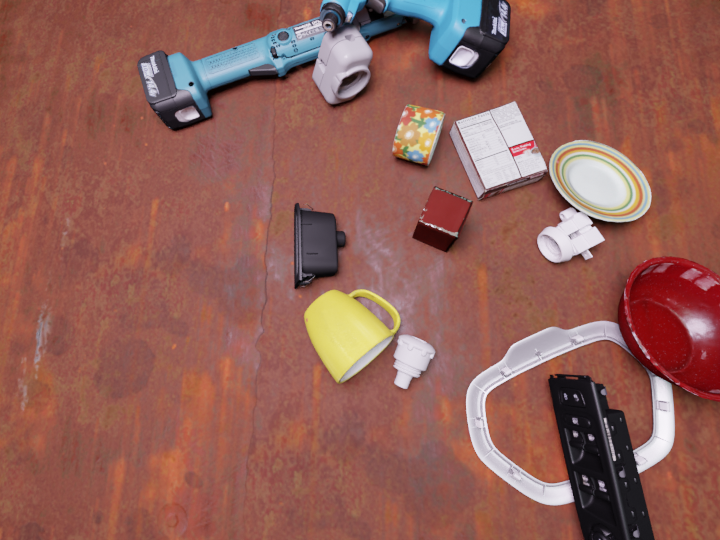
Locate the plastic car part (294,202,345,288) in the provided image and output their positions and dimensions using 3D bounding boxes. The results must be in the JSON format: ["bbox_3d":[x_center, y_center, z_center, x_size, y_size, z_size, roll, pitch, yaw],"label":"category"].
[{"bbox_3d":[-0.056,-0.037,0.571,0.070,0.066,0.118,4,75,-11],"label":"plastic car part"}]

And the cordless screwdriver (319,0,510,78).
[{"bbox_3d":[0.070,-0.337,0.564,0.245,0.075,0.161,21,67,-9],"label":"cordless screwdriver"}]

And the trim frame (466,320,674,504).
[{"bbox_3d":[0.250,0.163,0.504,0.249,0.027,0.189,-25,75,2],"label":"trim frame"}]

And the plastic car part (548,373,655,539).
[{"bbox_3d":[0.262,0.217,0.455,0.065,0.067,0.206,3,75,-22],"label":"plastic car part"}]

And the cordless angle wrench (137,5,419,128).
[{"bbox_3d":[-0.113,-0.331,0.636,0.422,0.073,0.100,-20,78,-1],"label":"cordless angle wrench"}]
